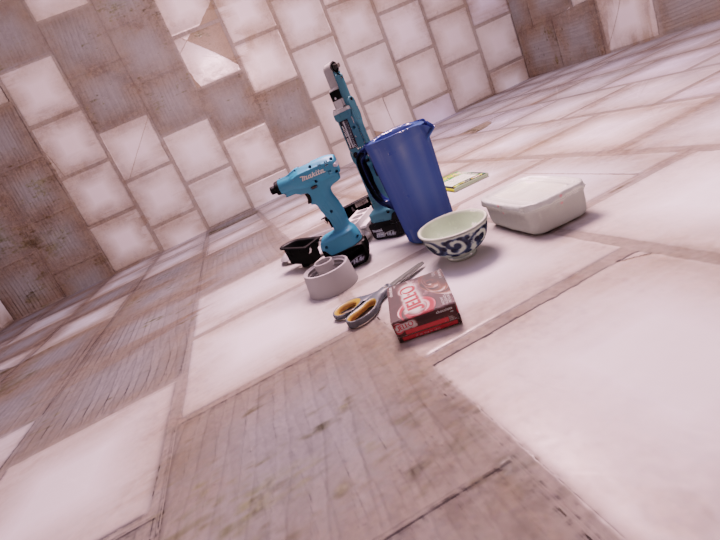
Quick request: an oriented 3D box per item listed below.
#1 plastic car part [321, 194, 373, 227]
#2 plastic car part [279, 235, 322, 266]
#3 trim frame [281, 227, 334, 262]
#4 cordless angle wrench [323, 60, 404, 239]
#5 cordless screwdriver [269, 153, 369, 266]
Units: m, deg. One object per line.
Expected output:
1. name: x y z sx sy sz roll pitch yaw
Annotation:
1. plastic car part: -0.026 -0.188 1.327 0.206 0.065 0.067 -20 17 12
2. plastic car part: -0.146 -0.043 1.083 0.122 0.069 0.065 -5 25 45
3. trim frame: -0.118 -0.077 1.202 0.255 0.027 0.184 -16 21 23
4. cordless angle wrench: 0.006 -0.278 0.994 0.102 0.413 0.073 -9 20 44
5. cordless screwdriver: -0.085 -0.115 0.934 0.162 0.243 0.075 -20 15 13
